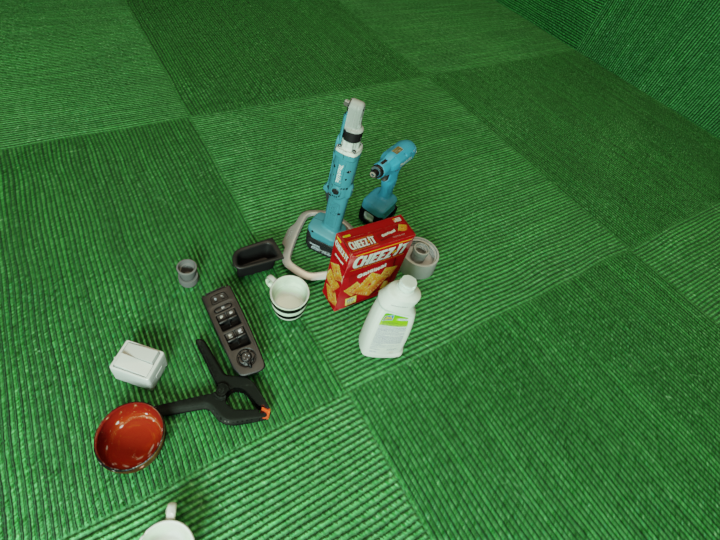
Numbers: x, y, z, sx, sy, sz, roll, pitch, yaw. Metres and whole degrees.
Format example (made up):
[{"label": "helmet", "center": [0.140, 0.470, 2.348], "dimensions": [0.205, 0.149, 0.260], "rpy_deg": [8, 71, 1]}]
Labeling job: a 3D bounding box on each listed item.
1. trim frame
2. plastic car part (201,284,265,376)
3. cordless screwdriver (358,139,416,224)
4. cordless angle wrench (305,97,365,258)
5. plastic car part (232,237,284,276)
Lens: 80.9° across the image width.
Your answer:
[{"label": "trim frame", "center": [-0.106, -0.070, 1.088], "dimensions": [0.185, 0.027, 0.252], "rpy_deg": [14, 51, 1]}, {"label": "plastic car part", "center": [-0.262, 0.132, 0.874], "dimensions": [0.064, 0.066, 0.212], "rpy_deg": [-21, 58, -26]}, {"label": "cordless screwdriver", "center": [0.053, -0.205, 1.085], "dimensions": [0.077, 0.244, 0.157], "rpy_deg": [37, 53, 14]}, {"label": "cordless angle wrench", "center": [-0.047, -0.191, 0.945], "dimensions": [0.100, 0.416, 0.074], "rpy_deg": [28, 51, 7]}, {"label": "plastic car part", "center": [-0.248, -0.020, 0.996], "dimensions": [0.113, 0.069, 0.069], "rpy_deg": [-21, 60, -25]}]
